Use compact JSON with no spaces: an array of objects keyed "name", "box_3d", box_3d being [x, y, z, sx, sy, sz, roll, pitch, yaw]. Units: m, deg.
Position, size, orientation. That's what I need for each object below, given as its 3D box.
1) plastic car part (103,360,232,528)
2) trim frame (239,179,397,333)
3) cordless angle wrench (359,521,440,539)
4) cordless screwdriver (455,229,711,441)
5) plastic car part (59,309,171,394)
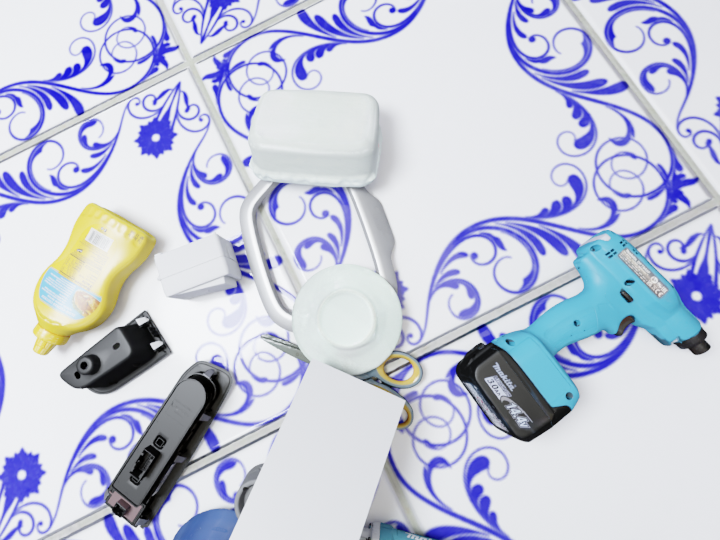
[{"name":"plastic car part","box_3d":[-0.228,0.197,0.489,0.068,0.065,0.203,30,81,14]},{"name":"trim frame","box_3d":[-0.052,-0.034,0.532,0.185,0.027,0.254,-20,76,2]},{"name":"cordless angle wrench","box_3d":[0.119,0.314,0.424,0.431,0.095,0.075,8,82,11]},{"name":"cordless screwdriver","box_3d":[0.241,0.087,0.460,0.248,0.073,0.162,-39,80,-7]},{"name":"plastic car part","box_3d":[-0.302,0.106,0.506,0.116,0.070,0.067,-36,80,-6]}]
